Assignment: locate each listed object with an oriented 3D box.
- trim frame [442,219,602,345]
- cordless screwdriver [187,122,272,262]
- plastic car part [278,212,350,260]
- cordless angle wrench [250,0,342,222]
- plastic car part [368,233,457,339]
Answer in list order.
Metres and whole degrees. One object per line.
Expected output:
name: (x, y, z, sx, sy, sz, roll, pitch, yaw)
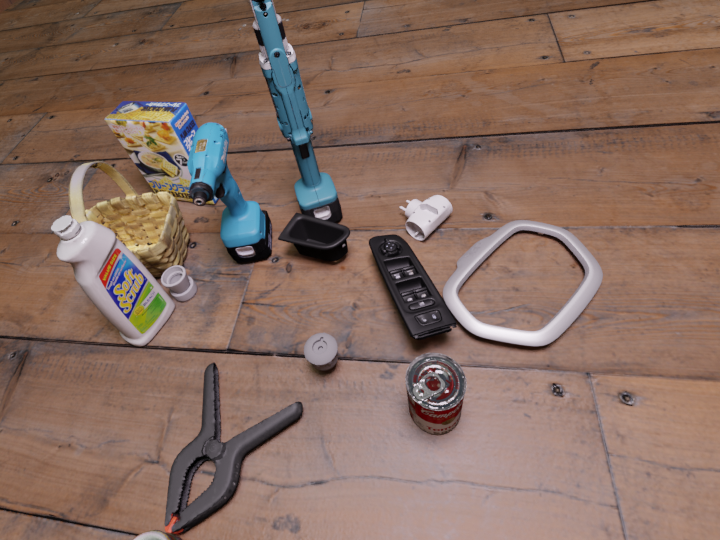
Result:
trim frame: (0.241, 0.011, 0.640, 0.246, 0.026, 0.194, -43, 55, -19)
cordless screwdriver: (-0.215, -0.100, 0.699, 0.075, 0.238, 0.165, -9, 52, 3)
plastic car part: (-0.072, -0.047, 0.733, 0.122, 0.068, 0.066, 17, 58, 24)
cordless angle wrench: (-0.103, -0.237, 0.670, 0.074, 0.405, 0.102, -17, 52, -3)
plastic car part: (0.071, 0.023, 0.647, 0.066, 0.064, 0.212, -20, 51, -4)
